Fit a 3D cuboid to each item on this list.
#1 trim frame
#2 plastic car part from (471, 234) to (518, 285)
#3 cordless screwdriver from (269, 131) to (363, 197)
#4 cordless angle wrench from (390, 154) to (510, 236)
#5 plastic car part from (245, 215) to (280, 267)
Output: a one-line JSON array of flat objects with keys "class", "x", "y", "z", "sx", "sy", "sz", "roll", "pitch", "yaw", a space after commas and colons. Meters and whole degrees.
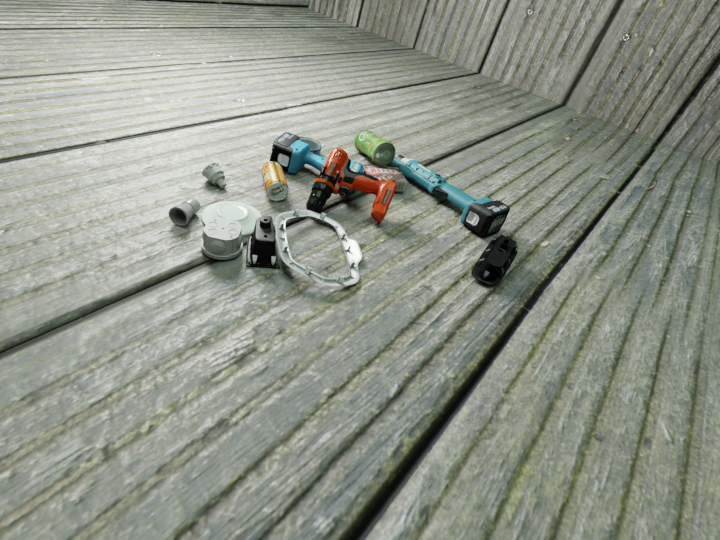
[{"class": "trim frame", "x": -0.086, "y": -0.056, "z": 0.878, "sx": 0.178, "sy": 0.027, "sz": 0.259, "roll": 10, "pitch": 35, "yaw": -22}, {"class": "plastic car part", "x": 0.314, "y": -0.032, "z": 0.960, "sx": 0.068, "sy": 0.066, "sz": 0.199, "roll": 35, "pitch": 45, "yaw": 13}, {"class": "cordless screwdriver", "x": -0.120, "y": -0.274, "z": 1.121, "sx": 0.251, "sy": 0.073, "sz": 0.160, "roll": 21, "pitch": 39, "yaw": 3}, {"class": "cordless angle wrench", "x": 0.208, "y": -0.241, "z": 1.182, "sx": 0.094, "sy": 0.073, "sz": 0.447, "roll": -18, "pitch": 45, "yaw": -35}, {"class": "plastic car part", "x": -0.193, "y": -0.068, "z": 0.842, "sx": 0.064, "sy": 0.070, "sz": 0.121, "roll": 4, "pitch": 42, "yaw": -17}]
